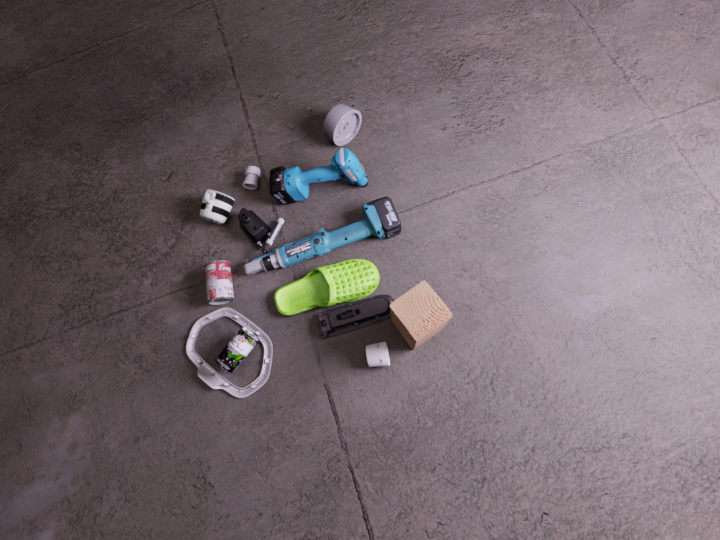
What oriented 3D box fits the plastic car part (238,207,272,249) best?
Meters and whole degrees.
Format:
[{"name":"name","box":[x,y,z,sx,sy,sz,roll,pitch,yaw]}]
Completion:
[{"name":"plastic car part","box":[-0.295,-0.124,1.146,0.066,0.069,0.120,-42,74,-7]}]

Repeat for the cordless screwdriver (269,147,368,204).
[{"name":"cordless screwdriver","box":[-0.109,-0.239,1.128,0.256,0.151,0.076,-11,70,22]}]

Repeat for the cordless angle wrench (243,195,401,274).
[{"name":"cordless angle wrench","box":[-0.107,-0.070,1.095,0.426,0.072,0.101,-20,71,6]}]

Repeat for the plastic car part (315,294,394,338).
[{"name":"plastic car part","box":[-0.012,0.103,1.026,0.204,0.064,0.068,-16,65,2]}]

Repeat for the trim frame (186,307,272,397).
[{"name":"trim frame","box":[-0.333,0.205,1.070,0.257,0.027,0.184,33,82,17]}]
